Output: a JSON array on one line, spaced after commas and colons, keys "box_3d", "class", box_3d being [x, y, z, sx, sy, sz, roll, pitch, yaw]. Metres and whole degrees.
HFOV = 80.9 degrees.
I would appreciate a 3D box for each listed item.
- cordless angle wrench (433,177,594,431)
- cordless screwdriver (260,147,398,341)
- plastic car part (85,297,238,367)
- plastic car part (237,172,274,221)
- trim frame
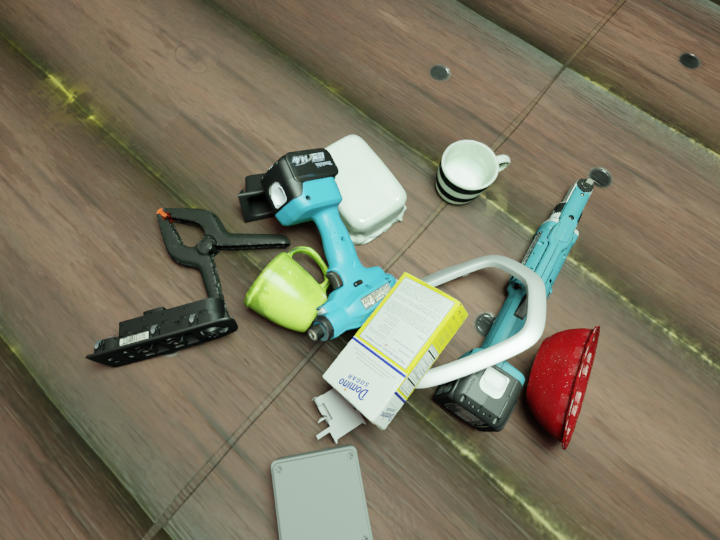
[{"box_3d": [0.246, 0.023, 0.611, 0.076, 0.096, 0.422, 32, 69, 7], "class": "cordless angle wrench"}, {"box_3d": [-0.056, -0.037, 0.574, 0.154, 0.076, 0.250, -26, 86, -42], "class": "cordless screwdriver"}, {"box_3d": [-0.268, 0.083, 0.590, 0.204, 0.063, 0.069, -12, 56, 5], "class": "plastic car part"}, {"box_3d": [-0.140, -0.132, 0.684, 0.115, 0.064, 0.074, -15, 58, -9], "class": "plastic car part"}, {"box_3d": [0.121, 0.061, 0.570, 0.251, 0.026, 0.192, -27, 40, 9], "class": "trim frame"}]
